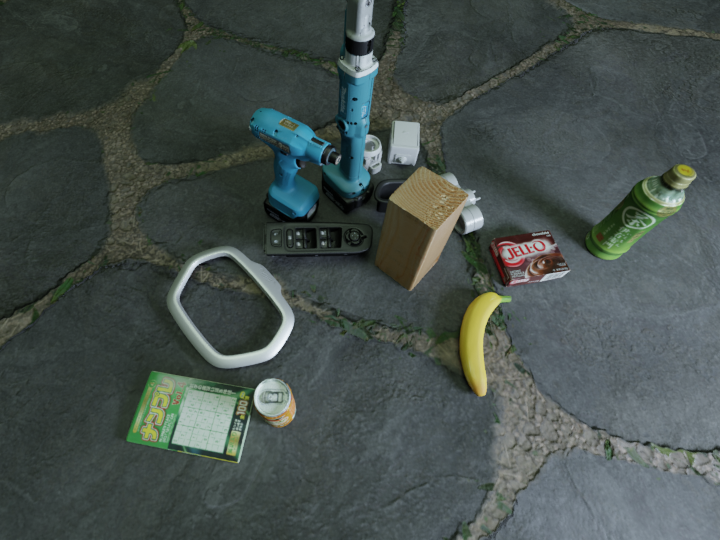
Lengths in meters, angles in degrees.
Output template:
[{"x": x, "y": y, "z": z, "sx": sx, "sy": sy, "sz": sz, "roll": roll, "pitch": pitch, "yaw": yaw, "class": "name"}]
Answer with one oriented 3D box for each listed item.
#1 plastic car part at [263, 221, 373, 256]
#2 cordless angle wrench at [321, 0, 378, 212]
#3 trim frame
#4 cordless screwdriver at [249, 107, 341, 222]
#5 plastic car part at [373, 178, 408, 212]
[{"x": -0.077, "y": -0.051, "z": 0.792, "sx": 0.202, "sy": 0.065, "sz": 0.068, "roll": -3, "pitch": 61, "yaw": -2, "class": "plastic car part"}, {"x": -0.013, "y": -0.257, "z": 0.710, "sx": 0.073, "sy": 0.413, "sz": 0.102, "roll": -36, "pitch": 70, "yaw": -21, "class": "cordless angle wrench"}, {"x": -0.231, "y": 0.059, "z": 0.752, "sx": 0.182, "sy": 0.027, "sz": 0.258, "roll": -39, "pitch": 67, "yaw": -20, "class": "trim frame"}, {"x": -0.109, "y": -0.163, "z": 0.755, "sx": 0.164, "sy": 0.242, "sz": 0.074, "roll": 31, "pitch": 64, "yaw": 13, "class": "cordless screwdriver"}, {"x": 0.081, "y": -0.139, "z": 0.839, "sx": 0.116, "sy": 0.069, "sz": 0.068, "roll": 0, "pitch": 61, "yaw": -1, "class": "plastic car part"}]
